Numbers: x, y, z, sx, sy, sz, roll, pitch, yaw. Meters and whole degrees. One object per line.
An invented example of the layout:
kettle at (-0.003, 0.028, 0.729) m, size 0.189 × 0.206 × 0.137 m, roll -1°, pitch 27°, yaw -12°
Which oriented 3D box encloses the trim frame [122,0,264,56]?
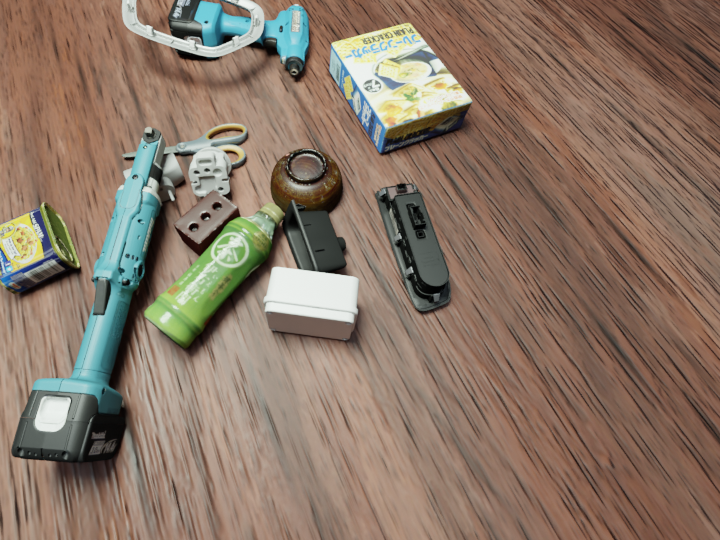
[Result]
trim frame at (-0.287, -0.444, 0.724) m, size 0.250 × 0.027 × 0.186 m, roll 18°, pitch 62°, yaw 4°

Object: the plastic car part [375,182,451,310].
plastic car part at (0.081, -0.046, 0.595) m, size 0.065 × 0.066 × 0.209 m, roll -7°, pitch 66°, yaw -15°

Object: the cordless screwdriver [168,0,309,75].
cordless screwdriver at (-0.218, -0.425, 0.775) m, size 0.247 × 0.073 × 0.163 m, roll 1°, pitch 63°, yaw -5°

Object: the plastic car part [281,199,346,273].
plastic car part at (-0.058, -0.038, 0.591) m, size 0.069 × 0.066 × 0.120 m, roll -15°, pitch 67°, yaw -26°

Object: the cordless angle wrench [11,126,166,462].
cordless angle wrench at (-0.302, 0.000, 0.528) m, size 0.074 × 0.096 × 0.432 m, roll 3°, pitch 66°, yaw -3°
